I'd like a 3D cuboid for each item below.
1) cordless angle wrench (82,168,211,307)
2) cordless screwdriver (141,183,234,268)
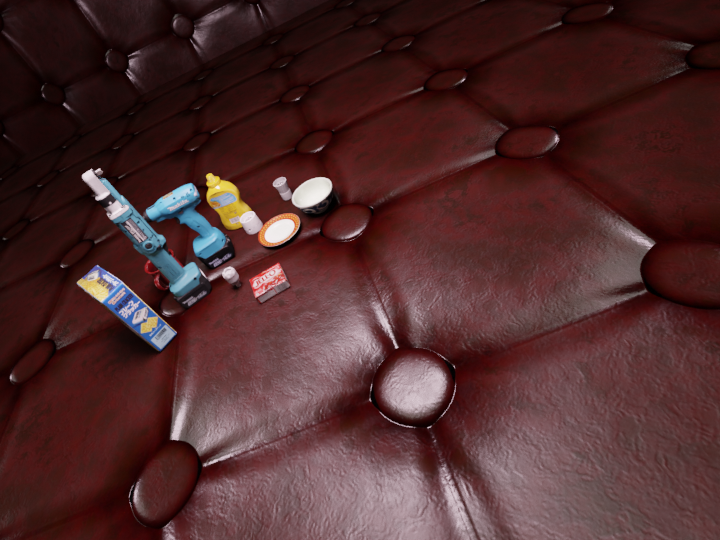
[{"bbox_3d":[-0.516,-0.071,1.027,0.097,0.402,0.079,-36,43,-10],"label":"cordless angle wrench"},{"bbox_3d":[-0.464,-0.107,1.156,0.159,0.236,0.078,-29,42,-2],"label":"cordless screwdriver"}]
